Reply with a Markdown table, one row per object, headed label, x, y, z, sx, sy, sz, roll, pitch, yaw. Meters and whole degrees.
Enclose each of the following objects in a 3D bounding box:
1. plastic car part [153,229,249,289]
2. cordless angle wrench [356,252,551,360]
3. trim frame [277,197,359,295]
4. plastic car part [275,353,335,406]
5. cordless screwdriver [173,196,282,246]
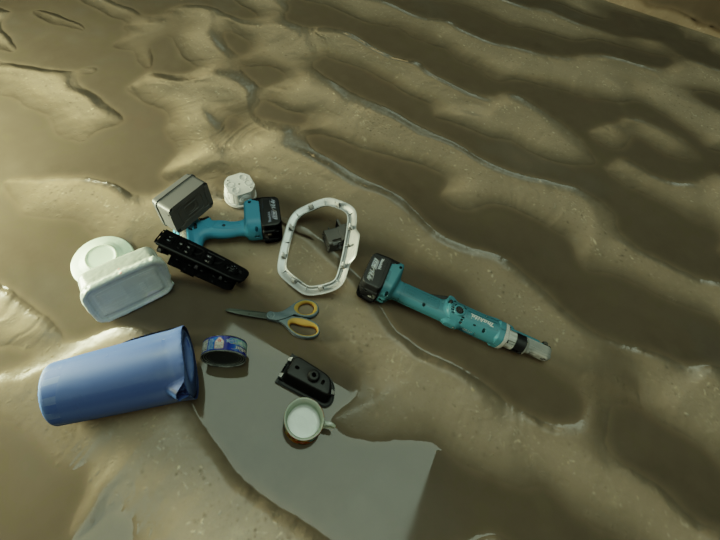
| label | x | y | z | sx | sy | sz | roll | pitch | yaw |
| --- | --- | --- | --- | --- | --- | --- | --- | --- | --- |
| plastic car part | -0.337 | -0.012 | 0.894 | 0.199 | 0.067 | 0.068 | 23 | 17 | -12 |
| cordless angle wrench | 0.202 | 0.093 | 0.909 | 0.429 | 0.073 | 0.098 | 24 | 58 | 6 |
| trim frame | -0.094 | -0.062 | 0.962 | 0.189 | 0.026 | 0.252 | 5 | 64 | 15 |
| plastic car part | -0.097 | 0.204 | 0.802 | 0.119 | 0.069 | 0.066 | 25 | 59 | 12 |
| cordless screwdriver | -0.311 | -0.121 | 0.988 | 0.246 | 0.072 | 0.165 | -12 | 60 | -9 |
